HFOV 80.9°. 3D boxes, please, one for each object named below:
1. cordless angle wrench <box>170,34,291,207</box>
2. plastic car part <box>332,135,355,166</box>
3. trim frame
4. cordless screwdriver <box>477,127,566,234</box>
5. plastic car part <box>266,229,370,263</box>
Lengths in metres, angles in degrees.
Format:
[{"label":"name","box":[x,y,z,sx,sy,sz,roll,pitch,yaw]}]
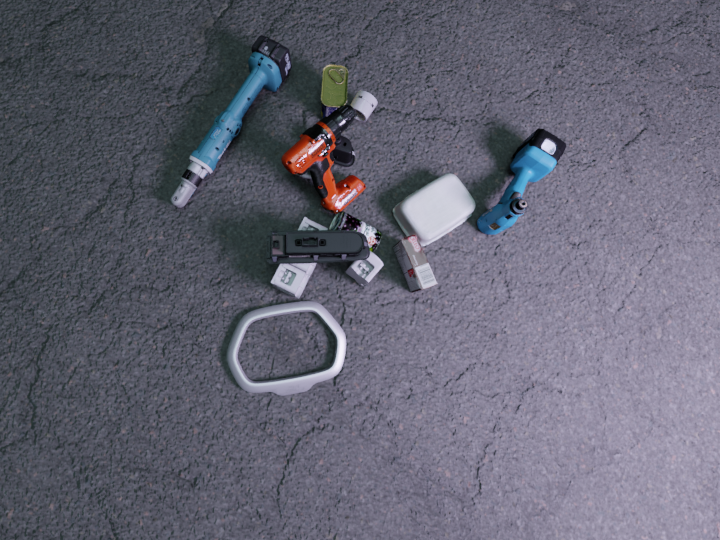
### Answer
[{"label":"cordless angle wrench","box":[-0.294,-0.321,0.937,0.075,0.097,0.423,30,82,3]},{"label":"plastic car part","box":[-0.063,-0.283,0.948,0.117,0.070,0.066,20,80,3]},{"label":"trim frame","box":[-0.153,0.162,0.876,0.246,0.027,0.187,-10,78,-7]},{"label":"cordless screwdriver","box":[0.353,-0.194,0.905,0.075,0.159,0.248,35,77,-1]},{"label":"plastic car part","box":[-0.080,-0.052,0.814,0.201,0.066,0.067,0,73,-6]}]
